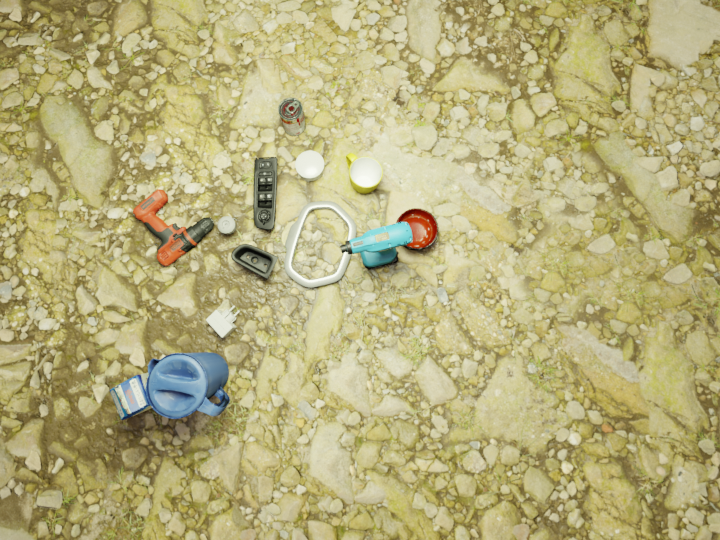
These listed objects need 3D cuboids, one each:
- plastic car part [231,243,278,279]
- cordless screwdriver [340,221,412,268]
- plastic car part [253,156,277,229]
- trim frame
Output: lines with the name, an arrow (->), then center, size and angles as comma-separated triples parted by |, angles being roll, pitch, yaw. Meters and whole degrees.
plastic car part -> -0.282, -0.027, 1.134 | 0.118, 0.070, 0.066 | 25, 82, 6
cordless screwdriver -> 0.029, -0.054, 1.034 | 0.159, 0.246, 0.075 | -14, 83, -3
plastic car part -> -0.261, -0.208, 1.169 | 0.066, 0.066, 0.205 | 0, 80, 0
trim frame -> -0.113, -0.074, 1.156 | 0.186, 0.027, 0.250 | 15, 81, 6
